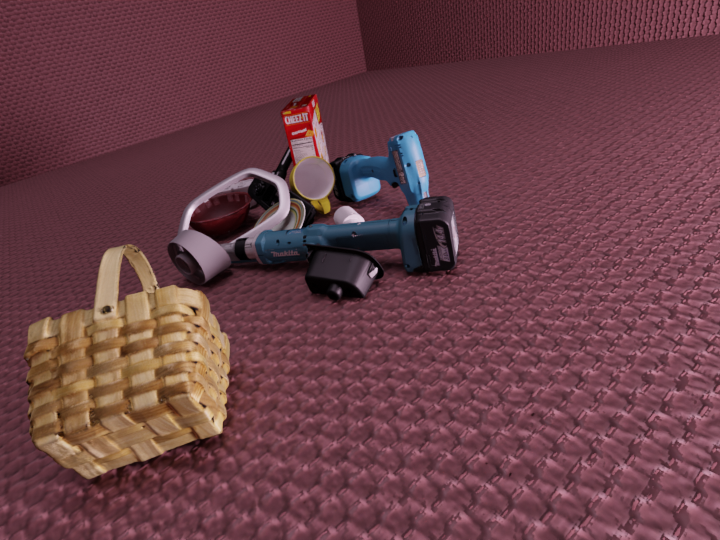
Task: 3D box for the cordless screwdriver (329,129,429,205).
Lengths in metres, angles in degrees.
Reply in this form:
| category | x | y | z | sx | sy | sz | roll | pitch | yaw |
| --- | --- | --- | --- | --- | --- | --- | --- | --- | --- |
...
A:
| category | x | y | z | sx | sy | sz | roll | pitch | yaw |
| --- | --- | --- | --- | --- | --- | --- | --- | --- | --- |
| cordless screwdriver | 0.039 | -0.172 | 0.837 | 0.072 | 0.156 | 0.260 | -24 | 15 | -29 |

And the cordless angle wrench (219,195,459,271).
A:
| category | x | y | z | sx | sy | sz | roll | pitch | yaw |
| --- | --- | --- | --- | --- | --- | --- | --- | --- | --- |
| cordless angle wrench | -0.067 | -0.044 | 0.683 | 0.438 | 0.094 | 0.074 | -3 | 32 | 24 |

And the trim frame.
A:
| category | x | y | z | sx | sy | sz | roll | pitch | yaw |
| --- | --- | --- | --- | --- | --- | --- | --- | --- | --- |
| trim frame | -0.252 | -0.107 | 0.831 | 0.248 | 0.026 | 0.193 | -32 | 60 | -2 |

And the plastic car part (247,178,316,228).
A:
| category | x | y | z | sx | sy | sz | roll | pitch | yaw |
| --- | --- | --- | --- | --- | --- | --- | --- | --- | --- |
| plastic car part | -0.159 | -0.144 | 0.881 | 0.214 | 0.066 | 0.064 | 35 | 21 | 32 |

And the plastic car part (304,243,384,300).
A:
| category | x | y | z | sx | sy | sz | roll | pitch | yaw |
| --- | --- | --- | --- | --- | --- | --- | --- | --- | --- |
| plastic car part | -0.033 | 0.010 | 0.612 | 0.122 | 0.063 | 0.071 | 8 | 50 | 29 |
